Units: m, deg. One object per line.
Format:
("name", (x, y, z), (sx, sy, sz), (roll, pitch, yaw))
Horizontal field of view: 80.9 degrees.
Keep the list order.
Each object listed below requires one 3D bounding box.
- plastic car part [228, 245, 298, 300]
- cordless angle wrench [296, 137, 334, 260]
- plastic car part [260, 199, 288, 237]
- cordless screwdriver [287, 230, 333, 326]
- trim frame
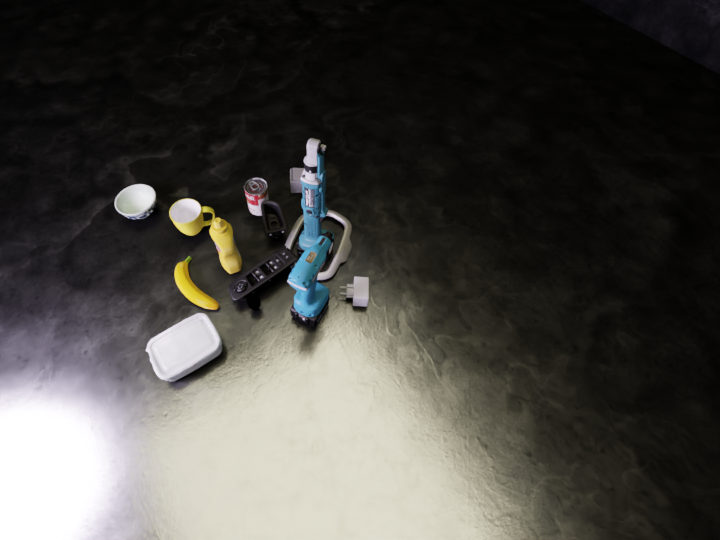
("plastic car part", (-0.265, 0.016, 1.145), (0.200, 0.065, 0.069), (-35, 65, -21))
("cordless angle wrench", (-0.115, -0.164, 1.056), (0.100, 0.412, 0.075), (20, 59, 7))
("plastic car part", (-0.256, -0.144, 1.248), (0.065, 0.069, 0.121), (-13, 58, -11))
("cordless screwdriver", (-0.113, 0.024, 1.034), (0.076, 0.242, 0.159), (24, 59, 10))
("trim frame", (-0.120, -0.079, 1.229), (0.188, 0.027, 0.251), (14, 58, 9))
